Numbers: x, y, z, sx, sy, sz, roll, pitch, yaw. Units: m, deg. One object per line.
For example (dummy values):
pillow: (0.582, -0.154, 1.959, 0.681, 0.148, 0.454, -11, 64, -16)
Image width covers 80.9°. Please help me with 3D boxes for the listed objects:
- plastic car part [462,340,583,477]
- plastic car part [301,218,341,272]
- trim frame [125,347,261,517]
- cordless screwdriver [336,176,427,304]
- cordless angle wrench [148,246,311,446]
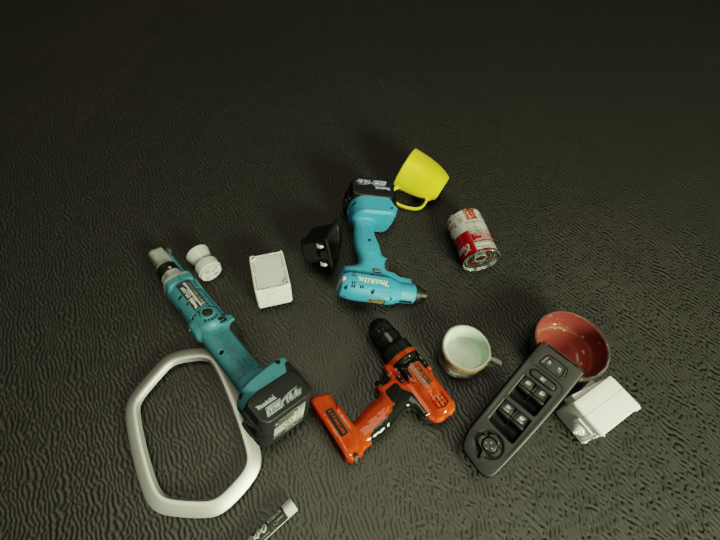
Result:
plastic car part: (0.222, 0.200, 0.608, 0.069, 0.065, 0.202, 41, 80, 18)
plastic car part: (-0.078, -0.051, 0.793, 0.072, 0.064, 0.118, -6, 27, 9)
trim frame: (-0.248, 0.232, 0.632, 0.181, 0.027, 0.260, -26, 58, -15)
cordless screwdriver: (0.039, -0.054, 0.794, 0.157, 0.073, 0.255, 7, 59, -10)
cordless angle wrench: (-0.247, 0.086, 0.692, 0.095, 0.072, 0.445, -27, 52, -34)
